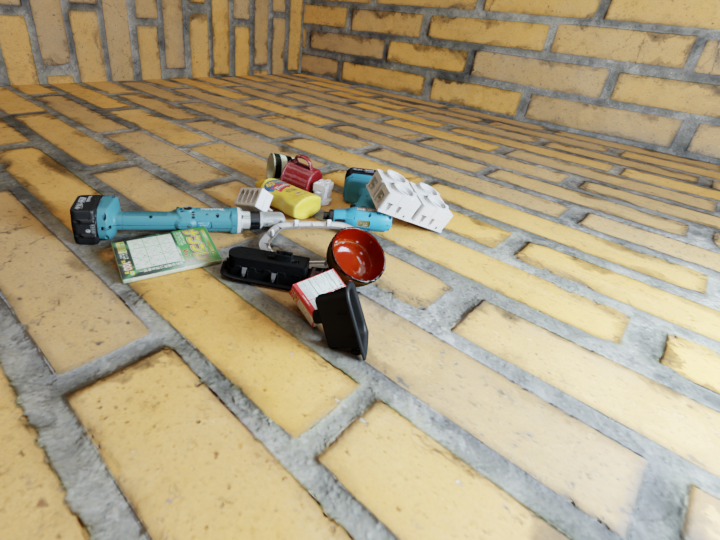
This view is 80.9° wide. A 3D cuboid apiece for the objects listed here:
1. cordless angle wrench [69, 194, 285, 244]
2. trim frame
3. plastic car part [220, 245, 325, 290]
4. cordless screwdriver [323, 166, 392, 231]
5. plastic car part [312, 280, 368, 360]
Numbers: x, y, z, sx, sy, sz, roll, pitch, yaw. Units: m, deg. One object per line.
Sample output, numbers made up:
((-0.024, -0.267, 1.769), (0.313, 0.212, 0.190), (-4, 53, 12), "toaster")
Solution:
((-0.368, -0.108, 0.896), (0.412, 0.073, 0.102), (-2, 32, -16), "cordless angle wrench")
((-0.086, -0.056, 0.881), (0.243, 0.027, 0.192), (0, 37, -14), "trim frame")
((-0.158, -0.004, 0.766), (0.205, 0.065, 0.067), (6, 37, 6), "plastic car part")
((-0.014, -0.181, 1.069), (0.158, 0.072, 0.256), (3, 35, -5), "cordless screwdriver")
((-0.033, 0.070, 0.624), (0.072, 0.112, 0.067), (-12, 26, 14), "plastic car part")
